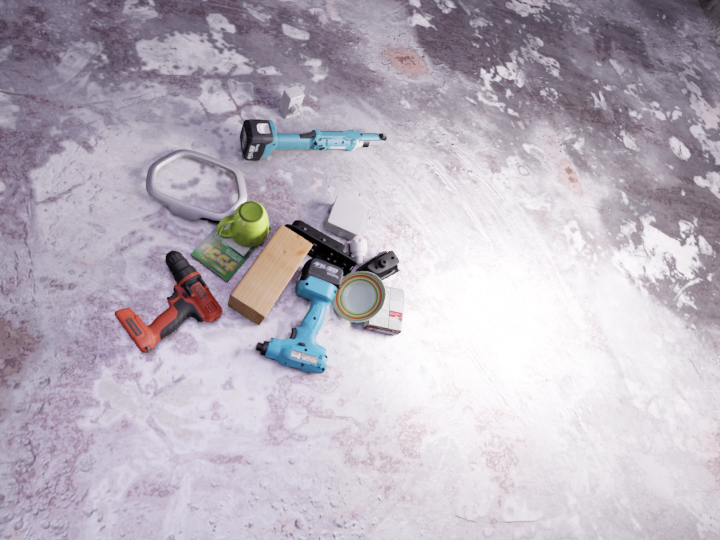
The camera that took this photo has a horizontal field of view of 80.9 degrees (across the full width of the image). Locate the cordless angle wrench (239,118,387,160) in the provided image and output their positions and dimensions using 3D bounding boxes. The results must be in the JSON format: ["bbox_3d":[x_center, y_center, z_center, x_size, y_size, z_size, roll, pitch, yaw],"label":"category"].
[{"bbox_3d":[-0.115,-0.360,1.166,0.409,0.099,0.076,-8,72,-24],"label":"cordless angle wrench"}]

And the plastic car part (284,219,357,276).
[{"bbox_3d":[-0.103,-0.067,1.050,0.201,0.066,0.067,27,53,-4],"label":"plastic car part"}]

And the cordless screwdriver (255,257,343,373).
[{"bbox_3d":[-0.134,0.095,0.964,0.156,0.074,0.252,16,68,-10],"label":"cordless screwdriver"}]

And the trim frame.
[{"bbox_3d":[-0.400,-0.209,1.039,0.246,0.027,0.187,19,62,-6],"label":"trim frame"}]

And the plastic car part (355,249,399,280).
[{"bbox_3d":[0.052,-0.012,1.065,0.114,0.071,0.067,-28,79,-29],"label":"plastic car part"}]
